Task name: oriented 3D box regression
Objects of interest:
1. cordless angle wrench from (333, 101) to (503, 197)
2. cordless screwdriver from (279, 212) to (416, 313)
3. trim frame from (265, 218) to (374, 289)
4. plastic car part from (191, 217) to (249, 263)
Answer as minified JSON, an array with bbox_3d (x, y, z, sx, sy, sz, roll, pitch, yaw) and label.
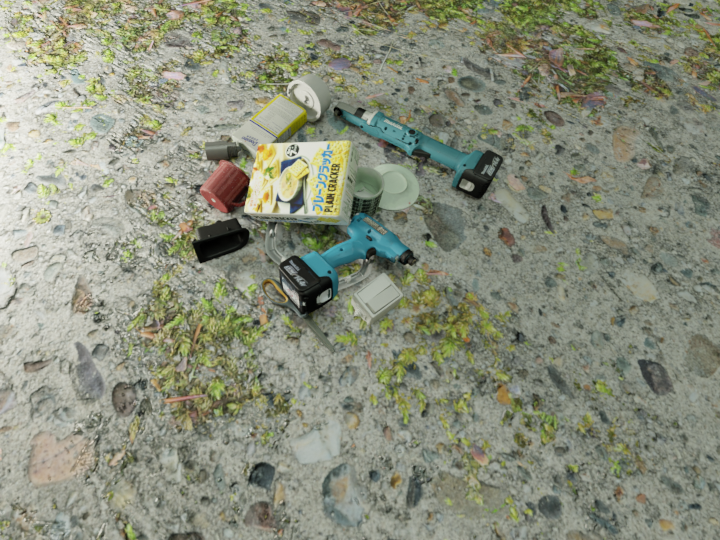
[{"bbox_3d":[0.120,-0.313,1.020,0.436,0.072,0.097,30,66,15],"label":"cordless angle wrench"},{"bbox_3d":[-0.024,-0.009,0.810,0.244,0.072,0.167,-35,56,-27],"label":"cordless screwdriver"},{"bbox_3d":[-0.088,-0.058,0.900,0.256,0.027,0.183,30,59,14],"label":"trim frame"},{"bbox_3d":[-0.300,-0.075,0.896,0.114,0.064,0.074,-23,54,-17],"label":"plastic car part"}]
